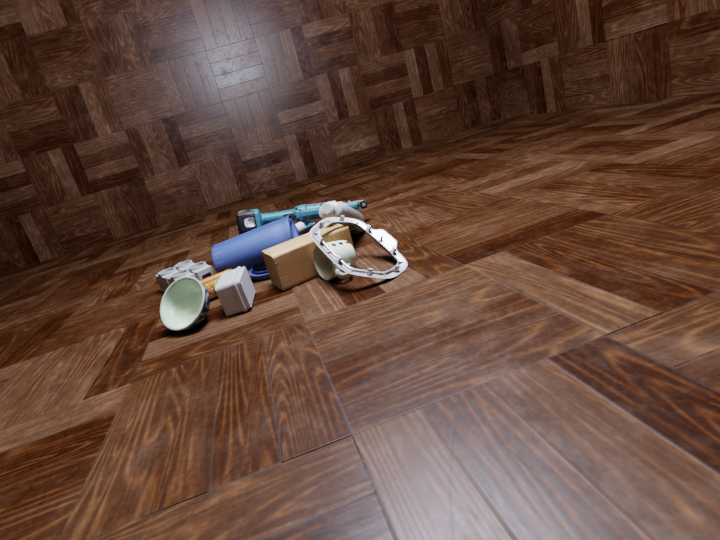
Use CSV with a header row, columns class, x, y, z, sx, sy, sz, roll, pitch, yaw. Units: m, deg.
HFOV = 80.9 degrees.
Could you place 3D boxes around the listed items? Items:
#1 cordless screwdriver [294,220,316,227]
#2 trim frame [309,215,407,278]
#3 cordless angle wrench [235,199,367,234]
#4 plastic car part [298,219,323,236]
class,x,y,z,sx,sy,sz,roll,pitch,yaw
cordless screwdriver,-0.266,-0.103,1.369,0.167,0.073,0.241,3,23,45
trim frame,-0.005,-0.059,0.950,0.177,0.027,0.263,-13,39,-32
cordless angle wrench,-0.188,-0.187,1.378,0.422,0.073,0.099,-9,12,-1
plastic car part,-0.150,-0.106,1.297,0.198,0.065,0.070,-31,12,-35
